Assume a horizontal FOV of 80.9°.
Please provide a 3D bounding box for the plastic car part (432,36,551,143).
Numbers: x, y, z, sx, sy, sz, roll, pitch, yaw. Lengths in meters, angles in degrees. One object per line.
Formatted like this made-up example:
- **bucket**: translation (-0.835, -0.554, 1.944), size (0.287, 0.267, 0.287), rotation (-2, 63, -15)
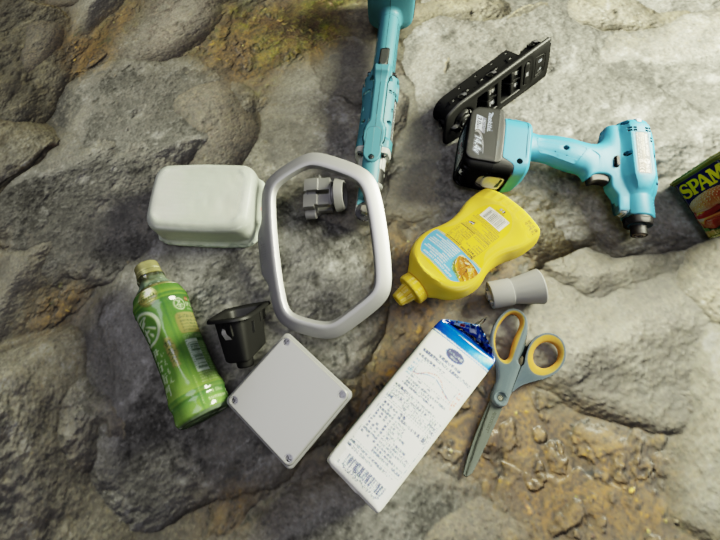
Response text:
- **plastic car part**: translation (0.185, -0.269, 0.622), size (0.202, 0.063, 0.070), rotation (-41, 64, -8)

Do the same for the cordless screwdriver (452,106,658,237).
- **cordless screwdriver**: translation (0.256, -0.130, 0.560), size (0.251, 0.072, 0.161), rotation (6, 72, 5)

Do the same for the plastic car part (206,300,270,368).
- **plastic car part**: translation (-0.147, 0.082, 0.523), size (0.066, 0.117, 0.070), rotation (-12, 96, 0)

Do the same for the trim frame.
- **trim frame**: translation (-0.055, -0.036, 0.560), size (0.188, 0.027, 0.250), rotation (-10, 84, 16)

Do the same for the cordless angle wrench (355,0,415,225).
- **cordless angle wrench**: translation (0.030, -0.269, 0.634), size (0.075, 0.095, 0.428), rotation (6, 76, 6)
